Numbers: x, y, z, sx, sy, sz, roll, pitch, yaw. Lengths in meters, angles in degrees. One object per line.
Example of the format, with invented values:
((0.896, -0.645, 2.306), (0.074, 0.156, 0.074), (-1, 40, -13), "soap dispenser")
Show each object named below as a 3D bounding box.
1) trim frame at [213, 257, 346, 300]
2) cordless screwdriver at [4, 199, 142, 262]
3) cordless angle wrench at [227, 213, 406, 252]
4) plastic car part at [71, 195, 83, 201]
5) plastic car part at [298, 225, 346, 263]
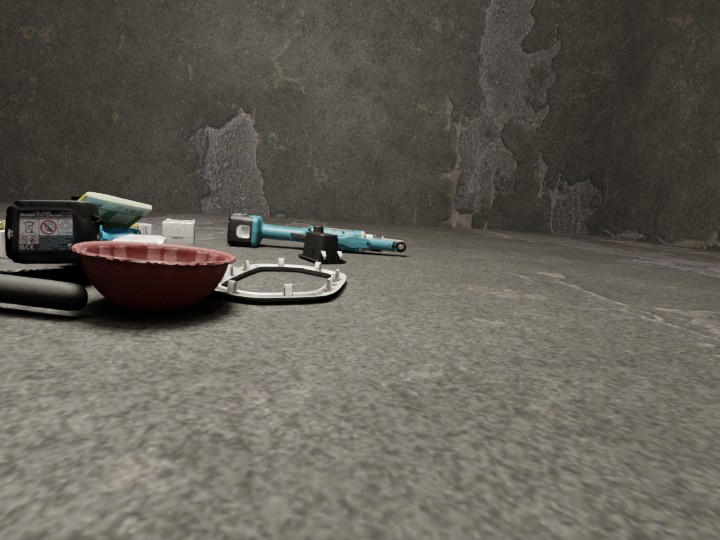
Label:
((-0.115, 0.008, 0.592), (0.187, 0.027, 0.247), (3, 11, 7), "trim frame")
((-0.417, -0.044, 0.598), (0.156, 0.074, 0.253), (-1, 0, -15), "cordless screwdriver")
((-0.104, -0.080, 1.016), (0.427, 0.074, 0.098), (6, 8, 5), "cordless angle wrench")
((-0.537, -0.113, 0.823), (0.066, 0.066, 0.205), (-5, 8, -3), "plastic car part")
((-0.083, -0.055, 0.853), (0.063, 0.070, 0.123), (1, 11, -32), "plastic car part")
